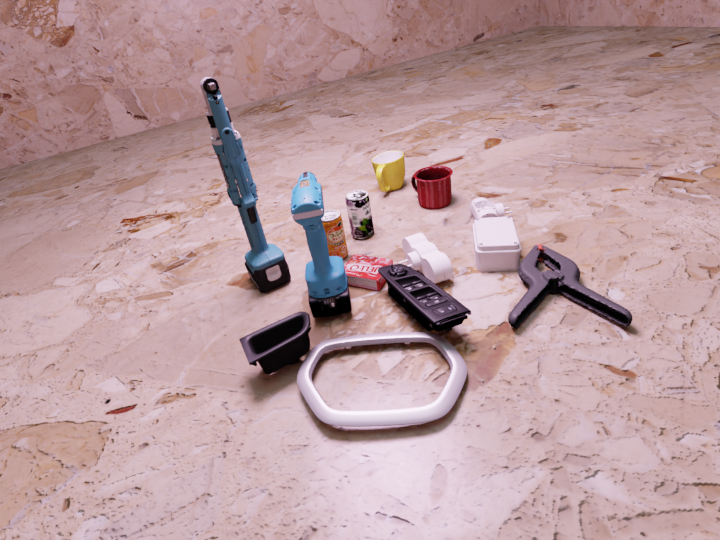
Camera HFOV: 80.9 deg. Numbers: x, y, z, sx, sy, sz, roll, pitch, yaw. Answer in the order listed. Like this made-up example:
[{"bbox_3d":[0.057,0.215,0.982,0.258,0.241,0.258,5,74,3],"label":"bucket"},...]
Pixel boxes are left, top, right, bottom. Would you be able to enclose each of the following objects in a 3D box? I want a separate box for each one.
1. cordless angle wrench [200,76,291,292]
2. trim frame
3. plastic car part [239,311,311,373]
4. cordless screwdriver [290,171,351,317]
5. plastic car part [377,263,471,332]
[{"bbox_3d":[-0.226,-0.152,0.813,0.073,0.408,0.103,-24,34,-20],"label":"cordless angle wrench"},{"bbox_3d":[0.028,0.151,0.625,0.251,0.026,0.189,-8,34,7],"label":"trim frame"},{"bbox_3d":[-0.125,0.124,0.679,0.114,0.068,0.069,-23,34,-16],"label":"plastic car part"},{"bbox_3d":[-0.074,-0.049,0.761,0.075,0.240,0.164,-10,32,0],"label":"cordless screwdriver"},{"bbox_3d":[0.099,0.047,0.719,0.065,0.064,0.214,-22,34,-15],"label":"plastic car part"}]
